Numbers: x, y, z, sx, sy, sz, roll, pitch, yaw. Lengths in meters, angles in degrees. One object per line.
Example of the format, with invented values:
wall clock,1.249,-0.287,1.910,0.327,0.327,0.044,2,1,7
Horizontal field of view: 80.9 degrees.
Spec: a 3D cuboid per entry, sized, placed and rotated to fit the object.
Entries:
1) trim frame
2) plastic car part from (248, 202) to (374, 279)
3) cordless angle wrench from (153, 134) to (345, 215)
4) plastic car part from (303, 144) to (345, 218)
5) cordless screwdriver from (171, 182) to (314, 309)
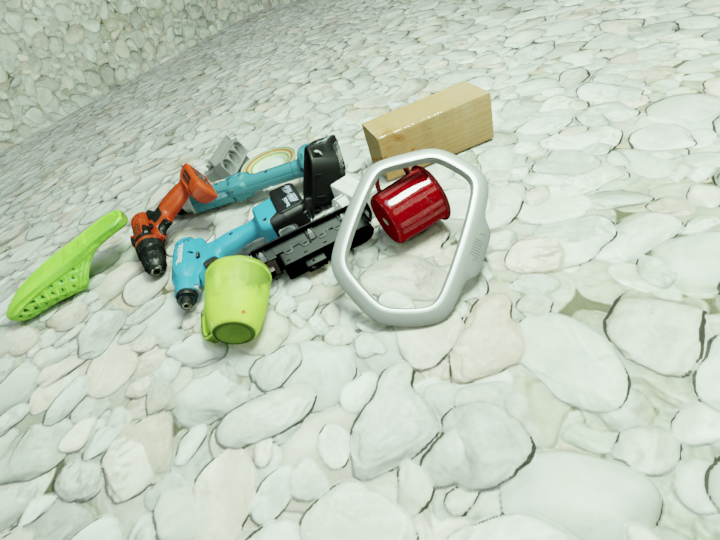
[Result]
trim frame,0.066,-0.049,0.540,0.191,0.026,0.250,15,73,19
plastic car part,-0.062,-0.041,0.637,0.201,0.063,0.071,-30,50,-10
cordless angle wrench,-0.243,-0.171,0.856,0.432,0.072,0.099,-13,22,17
plastic car part,-0.062,-0.160,0.743,0.069,0.114,0.069,-5,34,-20
cordless screwdriver,-0.192,-0.037,0.686,0.249,0.071,0.167,-26,40,2
